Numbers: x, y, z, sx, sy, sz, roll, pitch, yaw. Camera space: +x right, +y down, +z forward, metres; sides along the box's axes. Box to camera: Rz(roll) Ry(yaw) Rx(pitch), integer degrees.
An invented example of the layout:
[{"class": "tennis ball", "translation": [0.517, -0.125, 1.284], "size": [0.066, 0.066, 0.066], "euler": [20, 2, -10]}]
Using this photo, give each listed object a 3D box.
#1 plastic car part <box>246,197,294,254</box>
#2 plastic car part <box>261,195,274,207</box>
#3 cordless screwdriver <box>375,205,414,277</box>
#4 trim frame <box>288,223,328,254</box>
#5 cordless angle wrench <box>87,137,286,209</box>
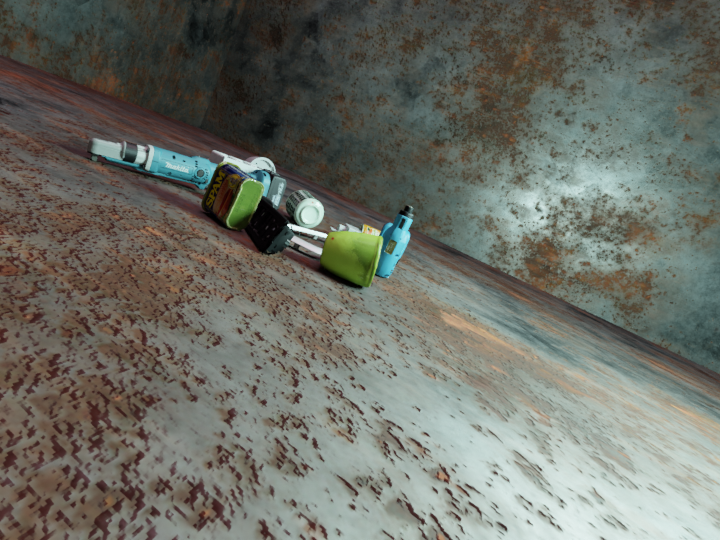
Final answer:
[{"class": "plastic car part", "translation": [-0.165, -0.082, 0.765], "size": [0.063, 0.066, 0.214], "euler": [29, 6, -37]}, {"class": "plastic car part", "translation": [-0.242, -0.142, 0.903], "size": [0.115, 0.066, 0.072], "euler": [27, -4, -6]}, {"class": "cordless screwdriver", "translation": [0.080, -0.077, 0.994], "size": [0.075, 0.159, 0.247], "euler": [26, 9, 2]}, {"class": "trim frame", "translation": [-0.088, -0.058, 0.901], "size": [0.235, 0.027, 0.195], "euler": [8, 21, -49]}, {"class": "cordless angle wrench", "translation": [-0.355, -0.214, 0.915], "size": [0.401, 0.097, 0.079], "euler": [8, 16, -43]}]
